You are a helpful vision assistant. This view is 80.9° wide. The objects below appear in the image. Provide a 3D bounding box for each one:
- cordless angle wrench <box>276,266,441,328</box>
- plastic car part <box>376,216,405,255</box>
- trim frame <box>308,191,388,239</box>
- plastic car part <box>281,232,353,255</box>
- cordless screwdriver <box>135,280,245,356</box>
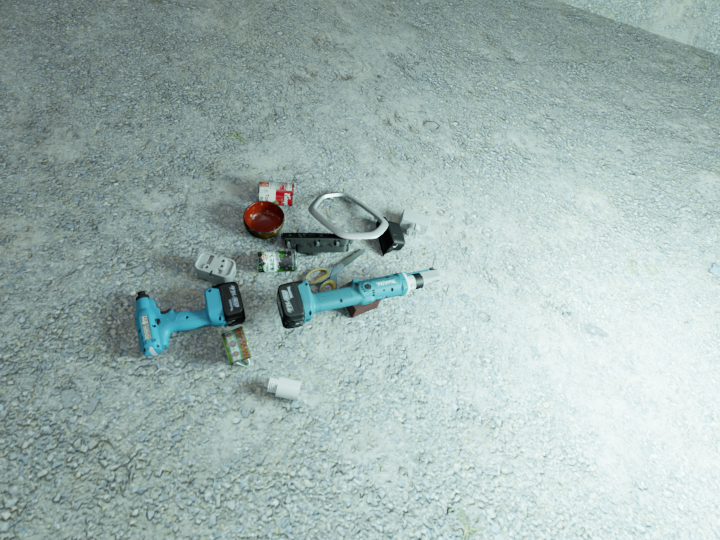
[{"bbox_3d":[0.009,0.050,1.036,0.414,0.073,0.102,-10,60,-16],"label":"cordless angle wrench"},{"bbox_3d":[0.093,-0.102,1.212,0.068,0.066,0.121,8,53,-23],"label":"plastic car part"},{"bbox_3d":[-0.036,-0.158,1.203,0.179,0.027,0.263,-27,48,-31],"label":"trim frame"},{"bbox_3d":[-0.113,-0.074,1.157,0.200,0.068,0.066,-4,99,-8],"label":"plastic car part"},{"bbox_3d":[-0.409,0.089,1.012,0.244,0.073,0.166,-19,63,-14],"label":"cordless screwdriver"}]
